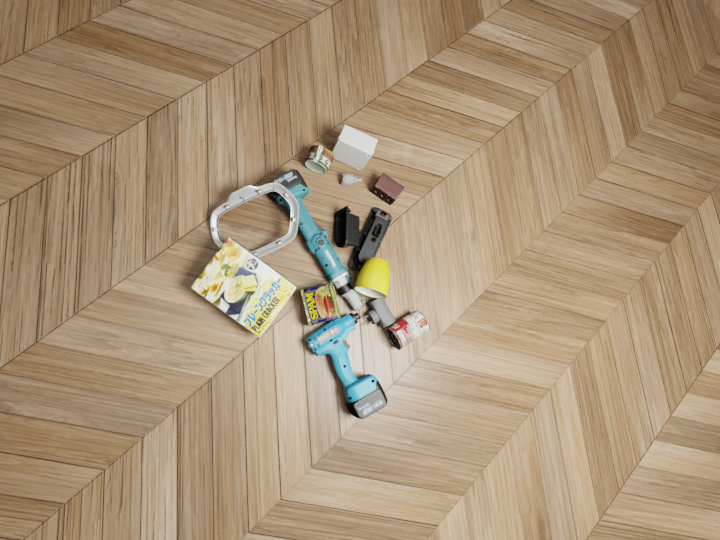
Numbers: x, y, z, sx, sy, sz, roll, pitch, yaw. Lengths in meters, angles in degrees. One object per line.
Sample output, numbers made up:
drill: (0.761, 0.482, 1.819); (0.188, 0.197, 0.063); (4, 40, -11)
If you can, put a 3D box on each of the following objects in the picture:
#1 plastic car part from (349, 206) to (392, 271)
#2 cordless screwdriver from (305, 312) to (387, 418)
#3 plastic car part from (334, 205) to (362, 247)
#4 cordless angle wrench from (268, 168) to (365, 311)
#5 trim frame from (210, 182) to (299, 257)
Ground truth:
plastic car part: (0.035, -0.088, 1.198); (0.065, 0.068, 0.203); (29, 76, -15)
cordless screwdriver: (-0.016, 0.243, 1.102); (0.157, 0.074, 0.253); (-30, 81, -17)
plastic car part: (-0.030, -0.112, 1.187); (0.068, 0.068, 0.119); (8, 70, -32)
cordless angle wrench: (-0.113, -0.074, 1.159); (0.096, 0.075, 0.425); (-30, 87, -17)
trim frame: (-0.279, -0.129, 1.117); (0.250, 0.027, 0.183); (-23, 94, 6)
